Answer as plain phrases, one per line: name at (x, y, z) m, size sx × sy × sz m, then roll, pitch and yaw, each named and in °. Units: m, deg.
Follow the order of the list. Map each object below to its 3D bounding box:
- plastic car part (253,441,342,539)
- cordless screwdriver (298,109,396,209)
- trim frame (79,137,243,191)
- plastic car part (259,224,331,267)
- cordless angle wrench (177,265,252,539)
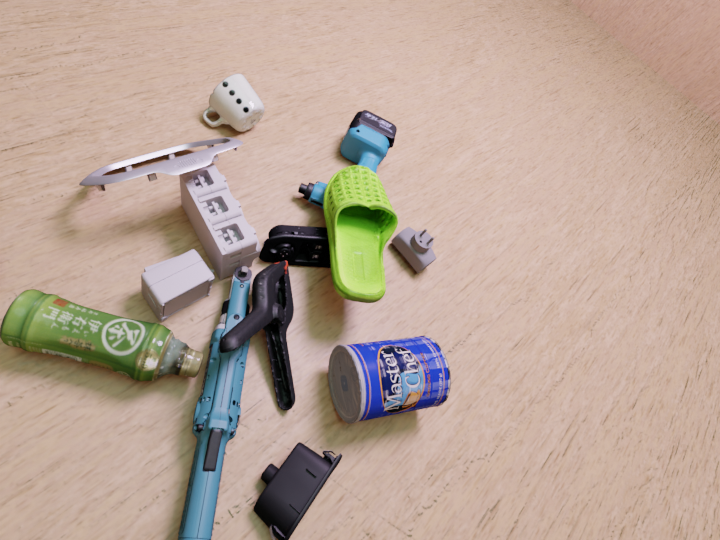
plastic car part at (-0.084, 0.260, 0.513) m, size 0.073 × 0.064 × 0.115 m, roll 34°, pitch 55°, yaw 17°
cordless screwdriver at (-0.020, -0.206, 0.822) m, size 0.156 × 0.074 × 0.253 m, roll 20°, pitch 58°, yaw -11°
trim frame at (-0.297, -0.166, 0.645) m, size 0.242 × 0.027 × 0.194 m, roll -29°, pitch 31°, yaw -35°
plastic car part at (-0.069, -0.045, 0.706) m, size 0.196 × 0.066 × 0.070 m, roll -1°, pitch 52°, yaw -23°
cordless angle wrench at (-0.174, 0.177, 0.513) m, size 0.072 × 0.098 × 0.436 m, roll 13°, pitch 51°, yaw -18°
